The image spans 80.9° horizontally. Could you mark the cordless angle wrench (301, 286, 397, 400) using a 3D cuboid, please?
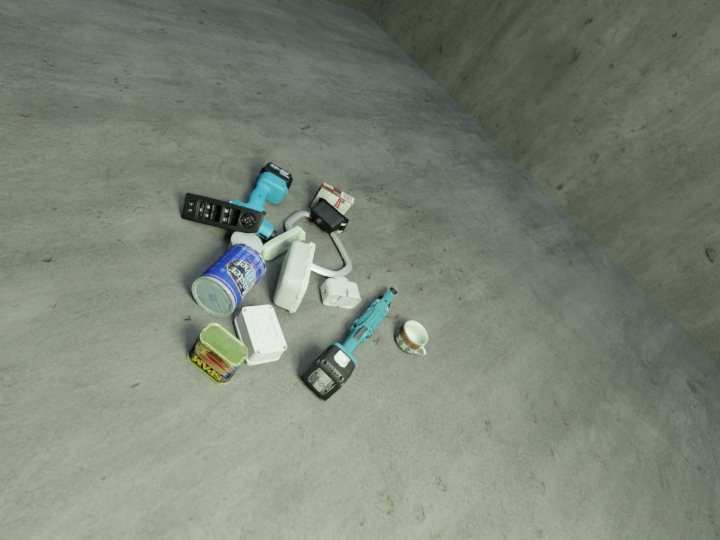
[{"bbox_3d":[0.004,0.145,1.034,0.075,0.098,0.416,42,35,3],"label":"cordless angle wrench"}]

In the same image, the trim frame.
[{"bbox_3d":[-0.118,-0.077,1.208,0.176,0.027,0.259,-8,54,-39],"label":"trim frame"}]

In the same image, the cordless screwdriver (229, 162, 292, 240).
[{"bbox_3d":[-0.258,-0.189,1.182,0.157,0.075,0.251,31,43,-8],"label":"cordless screwdriver"}]

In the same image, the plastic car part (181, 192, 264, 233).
[{"bbox_3d":[-0.335,-0.136,1.048,0.206,0.066,0.066,14,-1,8],"label":"plastic car part"}]

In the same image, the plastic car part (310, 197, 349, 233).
[{"bbox_3d":[-0.102,-0.151,1.237,0.119,0.065,0.070,41,53,10],"label":"plastic car part"}]
